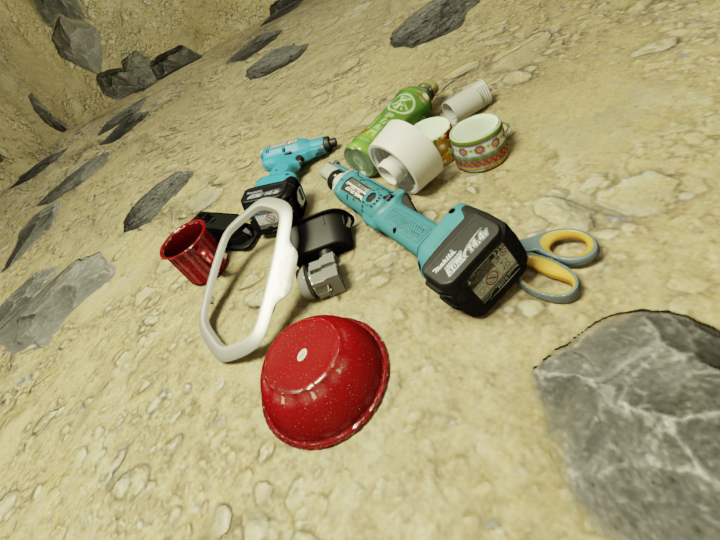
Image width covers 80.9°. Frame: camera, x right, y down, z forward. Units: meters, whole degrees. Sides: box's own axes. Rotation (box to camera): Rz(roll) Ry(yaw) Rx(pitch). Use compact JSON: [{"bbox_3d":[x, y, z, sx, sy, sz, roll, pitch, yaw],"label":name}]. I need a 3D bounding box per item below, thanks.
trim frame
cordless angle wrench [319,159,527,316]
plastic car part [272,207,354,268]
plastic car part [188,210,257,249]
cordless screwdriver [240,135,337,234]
[{"bbox_3d":[-0.165,0.006,0.610,0.192,0.026,0.252,-7,64,39],"label":"trim frame"},{"bbox_3d":[0.033,-0.088,0.594,0.098,0.070,0.446,-48,37,2],"label":"cordless angle wrench"},{"bbox_3d":[-0.061,-0.040,0.625,0.118,0.062,0.073,-19,56,12],"label":"plastic car part"},{"bbox_3d":[-0.270,-0.083,0.802,0.214,0.064,0.066,12,49,38],"label":"plastic car part"},{"bbox_3d":[-0.125,-0.176,0.789,0.162,0.071,0.256,-12,40,12],"label":"cordless screwdriver"}]
